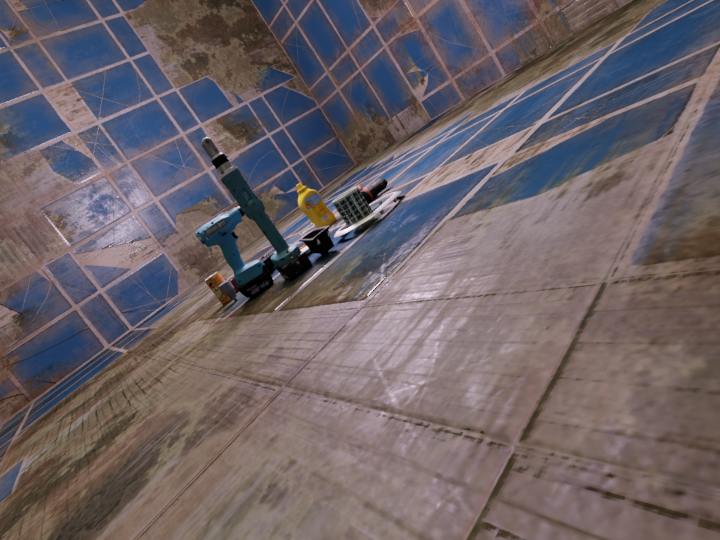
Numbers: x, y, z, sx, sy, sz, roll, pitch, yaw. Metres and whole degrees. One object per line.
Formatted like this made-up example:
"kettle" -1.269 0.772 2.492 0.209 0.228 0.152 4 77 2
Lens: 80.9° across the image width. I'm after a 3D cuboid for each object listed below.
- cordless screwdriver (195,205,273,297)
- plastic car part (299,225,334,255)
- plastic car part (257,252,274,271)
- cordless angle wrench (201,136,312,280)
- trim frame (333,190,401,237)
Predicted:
"cordless screwdriver" -0.338 -0.054 1.214 0.157 0.244 0.076 -37 10 -17
"plastic car part" -0.110 -0.072 1.122 0.065 0.069 0.120 -39 14 -21
"plastic car part" -0.324 -0.012 1.401 0.067 0.066 0.205 -31 14 14
"cordless angle wrench" -0.281 -0.164 1.102 0.073 0.416 0.101 -37 10 -18
"trim frame" 0.022 -0.158 1.194 0.190 0.027 0.245 -19 21 45
